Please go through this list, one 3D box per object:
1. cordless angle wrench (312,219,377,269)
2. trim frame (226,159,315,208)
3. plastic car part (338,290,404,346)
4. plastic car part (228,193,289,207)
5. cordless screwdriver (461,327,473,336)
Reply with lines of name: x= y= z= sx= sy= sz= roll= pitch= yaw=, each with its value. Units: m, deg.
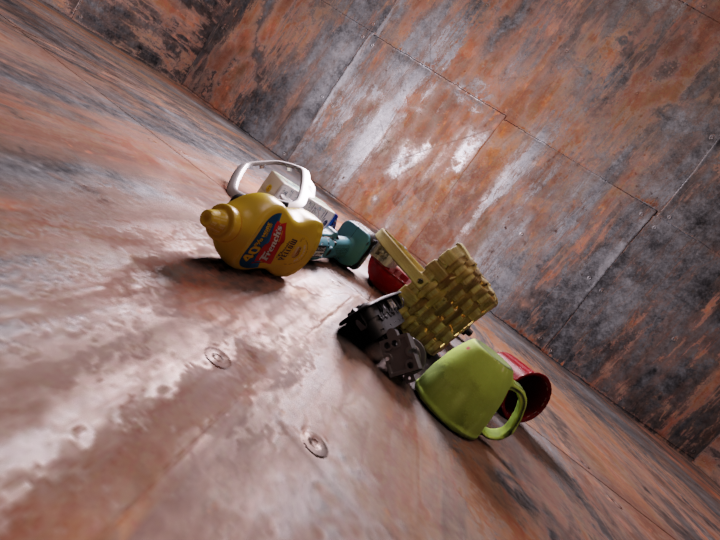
cordless angle wrench: x=-0.076 y=-0.050 z=0.778 sx=0.077 sy=0.098 sz=0.409 roll=39 pitch=14 yaw=15
trim frame: x=-0.188 y=-0.187 z=0.914 sx=0.183 sy=0.027 sz=0.256 roll=5 pitch=33 yaw=-6
plastic car part: x=0.024 y=0.072 z=0.607 sx=0.068 sy=0.067 sz=0.195 roll=65 pitch=15 yaw=11
plastic car part: x=-0.190 y=-0.109 z=0.745 sx=0.074 sy=0.066 sz=0.112 roll=24 pitch=7 yaw=24
cordless screwdriver: x=0.207 y=0.114 z=1.001 sx=0.163 sy=0.074 sz=0.243 roll=38 pitch=5 yaw=8
